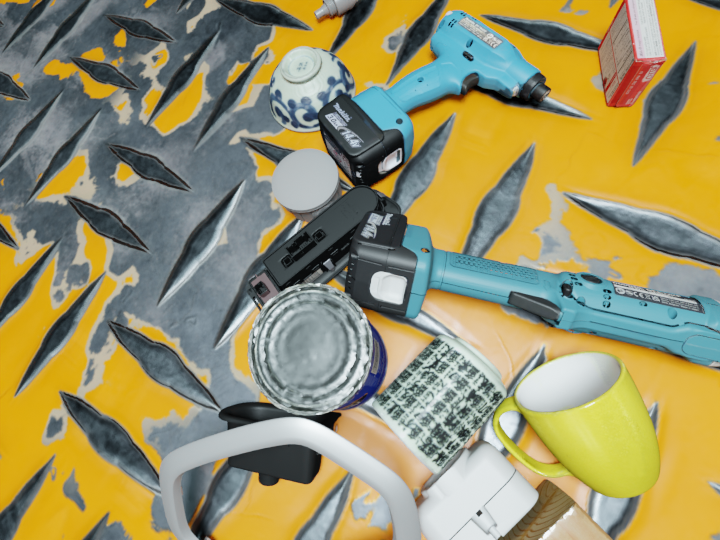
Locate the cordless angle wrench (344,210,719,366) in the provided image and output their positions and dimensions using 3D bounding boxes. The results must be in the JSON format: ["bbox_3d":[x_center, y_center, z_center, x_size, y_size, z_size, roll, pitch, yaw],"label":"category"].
[{"bbox_3d":[0.200,0.030,0.387,0.433,0.073,0.098,13,30,12],"label":"cordless angle wrench"}]

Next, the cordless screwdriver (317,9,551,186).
[{"bbox_3d":[0.083,-0.193,0.499,0.248,0.072,0.166,-39,68,-6],"label":"cordless screwdriver"}]

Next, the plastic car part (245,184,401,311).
[{"bbox_3d":[-0.047,-0.031,0.481,0.202,0.064,0.070,-38,58,-4],"label":"plastic car part"}]

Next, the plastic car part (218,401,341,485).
[{"bbox_3d":[-0.083,0.176,0.422,0.119,0.064,0.071,-1,86,15],"label":"plastic car part"}]

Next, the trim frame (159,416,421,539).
[{"bbox_3d":[-0.071,0.210,0.365,0.253,0.027,0.181,-25,100,20],"label":"trim frame"}]
